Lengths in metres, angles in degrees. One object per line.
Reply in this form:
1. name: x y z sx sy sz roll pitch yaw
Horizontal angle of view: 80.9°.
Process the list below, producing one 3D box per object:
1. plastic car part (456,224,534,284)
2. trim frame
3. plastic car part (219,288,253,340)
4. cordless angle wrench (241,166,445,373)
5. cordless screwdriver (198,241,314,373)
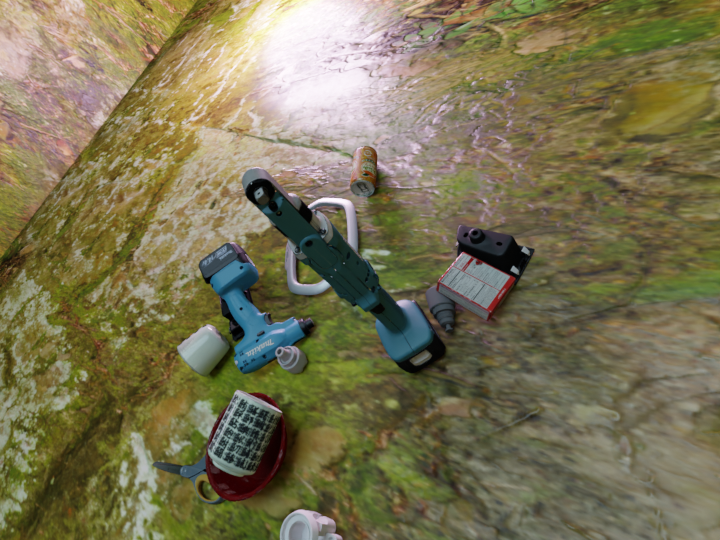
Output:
1. plastic car part: 0.195 -0.037 0.659 0.123 0.067 0.066 24 74 39
2. trim frame: -0.087 -0.057 0.894 0.189 0.026 0.256 -20 53 21
3. plastic car part: -0.285 0.053 0.933 0.067 0.063 0.213 -40 43 14
4. cordless angle wrench: -0.007 0.013 0.527 0.075 0.399 0.103 -35 47 8
5. cordless screwdriver: -0.207 0.056 0.830 0.159 0.071 0.259 -31 66 -1
